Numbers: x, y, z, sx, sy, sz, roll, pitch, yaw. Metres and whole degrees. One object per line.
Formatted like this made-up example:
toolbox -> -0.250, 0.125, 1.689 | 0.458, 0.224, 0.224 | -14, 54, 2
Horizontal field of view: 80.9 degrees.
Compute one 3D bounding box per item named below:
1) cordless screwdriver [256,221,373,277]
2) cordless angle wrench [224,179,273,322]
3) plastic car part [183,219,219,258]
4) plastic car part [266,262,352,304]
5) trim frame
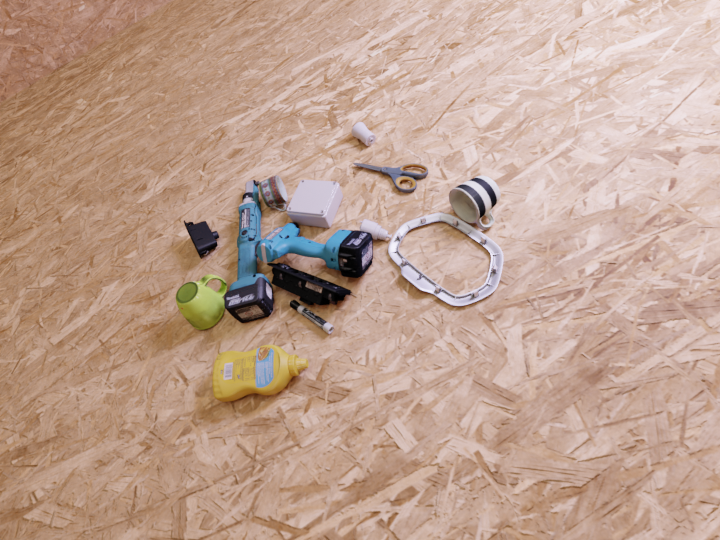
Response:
cordless screwdriver -> -0.094, -0.061, 0.958 | 0.258, 0.072, 0.158 | 7, 31, 21
cordless angle wrench -> -0.275, -0.077, 1.050 | 0.099, 0.071, 0.439 | -17, 51, 8
plastic car part -> -0.411, -0.087, 1.115 | 0.070, 0.064, 0.123 | -29, 55, -19
plastic car part -> -0.122, 0.032, 0.925 | 0.213, 0.063, 0.066 | 24, 107, 29
trim frame -> 0.172, -0.032, 0.878 | 0.183, 0.026, 0.262 | -41, 55, -8
